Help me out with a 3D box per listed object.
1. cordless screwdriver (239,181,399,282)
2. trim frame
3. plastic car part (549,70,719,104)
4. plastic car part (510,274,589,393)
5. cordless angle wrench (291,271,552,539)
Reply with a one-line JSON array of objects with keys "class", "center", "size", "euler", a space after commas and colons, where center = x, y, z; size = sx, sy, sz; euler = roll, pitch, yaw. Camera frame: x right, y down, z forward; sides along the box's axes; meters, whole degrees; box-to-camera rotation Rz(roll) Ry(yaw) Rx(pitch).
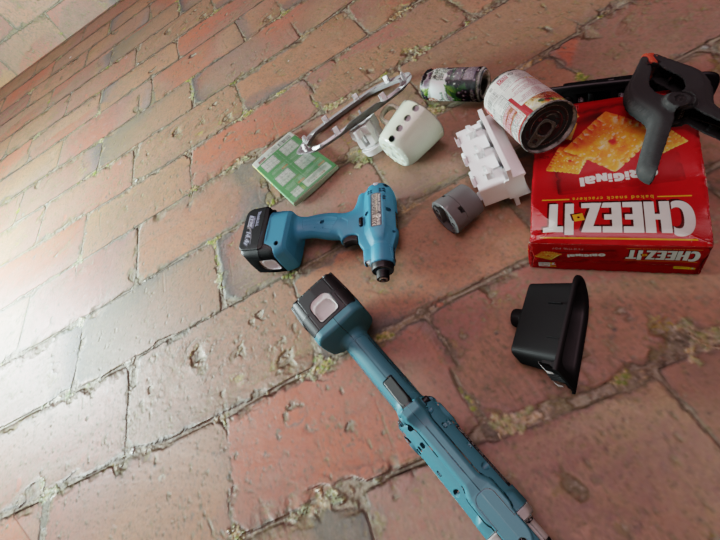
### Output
[{"class": "cordless screwdriver", "center": [-0.064, -0.042, 0.658], "size": [0.255, 0.070, 0.163], "euler": [-9, 57, 18]}, {"class": "trim frame", "center": [-0.017, -0.289, 0.772], "size": [0.249, 0.026, 0.192], "euler": [-34, 29, 3]}, {"class": "plastic car part", "center": [0.344, -0.232, 0.572], "size": [0.213, 0.064, 0.066], "euler": [8, 39, 32]}, {"class": "plastic car part", "center": [0.203, 0.063, 0.465], "size": [0.074, 0.062, 0.117], "euler": [-2, 56, 42]}, {"class": "cordless angle wrench", "center": [0.073, 0.168, 0.453], "size": [0.074, 0.093, 0.446], "euler": [-43, 55, -3]}]
